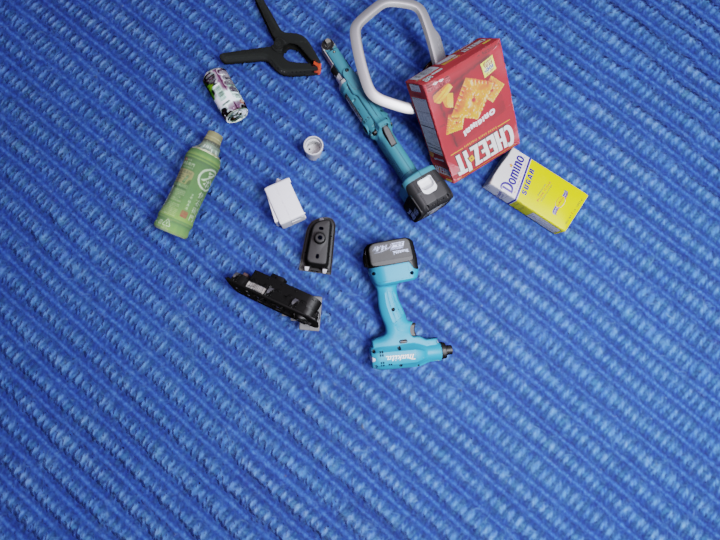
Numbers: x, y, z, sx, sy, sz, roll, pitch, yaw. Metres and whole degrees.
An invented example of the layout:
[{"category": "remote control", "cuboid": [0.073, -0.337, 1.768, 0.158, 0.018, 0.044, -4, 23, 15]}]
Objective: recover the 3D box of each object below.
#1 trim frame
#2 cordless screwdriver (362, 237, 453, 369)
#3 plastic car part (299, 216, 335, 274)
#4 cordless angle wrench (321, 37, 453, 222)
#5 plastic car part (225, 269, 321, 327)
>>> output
[{"category": "trim frame", "cuboid": [0.078, -0.423, 0.830, 0.183, 0.027, 0.251, -13, 82, -3]}, {"category": "cordless screwdriver", "cuboid": [0.088, 0.061, 0.819, 0.159, 0.074, 0.249, -5, 88, -2]}, {"category": "plastic car part", "cuboid": [-0.081, -0.053, 0.832, 0.066, 0.071, 0.117, 8, 87, -4]}, {"category": "cordless angle wrench", "cuboid": [0.034, -0.297, 0.857, 0.074, 0.096, 0.430, -30, 80, -5]}, {"category": "plastic car part", "cuboid": [-0.154, 0.048, 0.796, 0.212, 0.064, 0.067, 25, 61, 24]}]
